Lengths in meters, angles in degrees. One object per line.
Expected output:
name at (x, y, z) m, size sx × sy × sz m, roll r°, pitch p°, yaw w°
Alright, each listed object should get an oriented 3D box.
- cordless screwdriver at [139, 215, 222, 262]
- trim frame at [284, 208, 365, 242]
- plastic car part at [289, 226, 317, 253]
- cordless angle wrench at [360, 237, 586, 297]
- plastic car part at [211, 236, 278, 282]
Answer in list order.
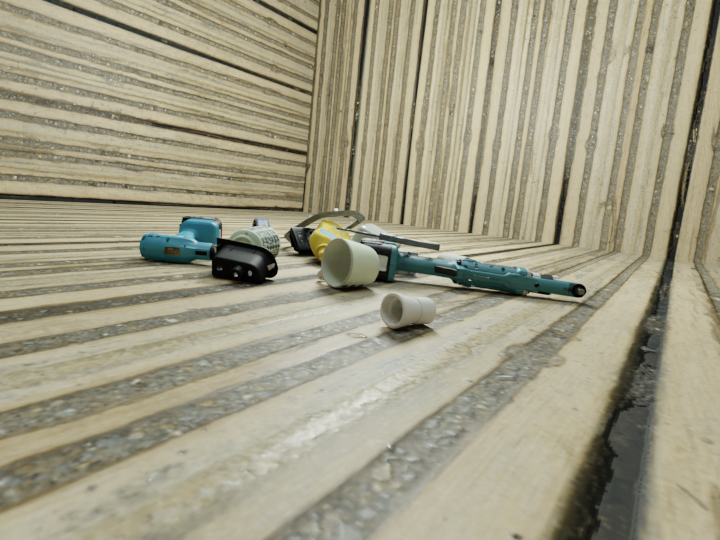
cordless screwdriver at (-0.353, -0.065, 0.925) m, size 0.159 × 0.073 × 0.252 m, roll 5°, pitch 13°, yaw -3°
trim frame at (-0.103, -0.118, 1.180) m, size 0.175 × 0.028 × 0.255 m, roll 7°, pitch -25°, yaw -43°
plastic car part at (-0.110, -0.072, 1.128) m, size 0.194 × 0.069 × 0.068 m, roll -6°, pitch -29°, yaw -42°
cordless angle wrench at (0.207, 0.004, 0.825) m, size 0.430 × 0.074 × 0.097 m, roll 9°, pitch 9°, yaw 9°
plastic car part at (-0.206, -0.008, 0.722) m, size 0.119 × 0.065 × 0.071 m, roll 10°, pitch 24°, yaw 12°
